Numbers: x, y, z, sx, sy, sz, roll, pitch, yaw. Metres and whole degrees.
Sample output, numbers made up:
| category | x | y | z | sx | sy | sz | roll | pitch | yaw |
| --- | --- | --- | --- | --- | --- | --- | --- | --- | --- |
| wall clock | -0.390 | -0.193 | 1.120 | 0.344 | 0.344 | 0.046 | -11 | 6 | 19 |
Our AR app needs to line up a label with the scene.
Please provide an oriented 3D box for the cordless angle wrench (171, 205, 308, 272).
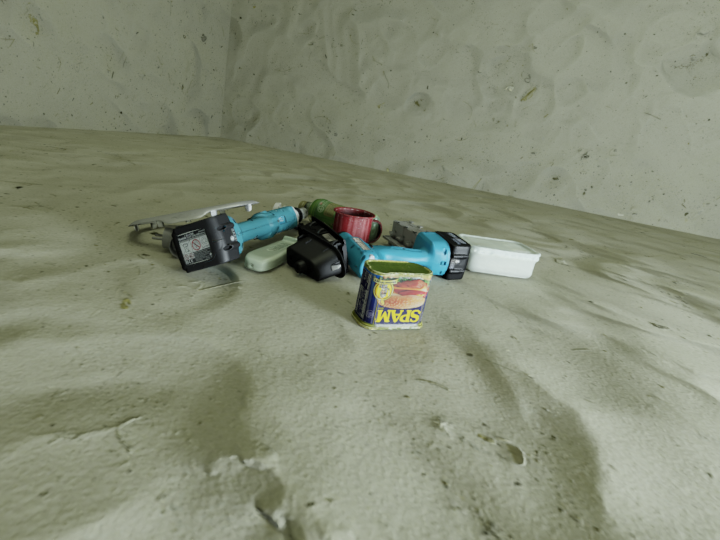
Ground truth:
| category | x | y | z | sx | sy | sz | roll | pitch | yaw |
| --- | --- | --- | --- | --- | --- | --- | --- | --- | --- |
| cordless angle wrench | -0.191 | -0.087 | 0.826 | 0.100 | 0.073 | 0.416 | -14 | 10 | 19 |

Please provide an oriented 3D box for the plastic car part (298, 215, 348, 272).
| category | x | y | z | sx | sy | sz | roll | pitch | yaw |
| --- | --- | --- | --- | --- | --- | --- | --- | --- | --- |
| plastic car part | -0.083 | -0.054 | 0.845 | 0.066 | 0.064 | 0.212 | -20 | 27 | -11 |

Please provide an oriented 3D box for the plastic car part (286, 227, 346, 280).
| category | x | y | z | sx | sy | sz | roll | pitch | yaw |
| --- | --- | --- | --- | --- | --- | --- | --- | --- | --- |
| plastic car part | -0.089 | -0.019 | 0.743 | 0.069 | 0.064 | 0.123 | -23 | 37 | -34 |

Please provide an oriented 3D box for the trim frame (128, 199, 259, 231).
| category | x | y | z | sx | sy | sz | roll | pitch | yaw |
| --- | --- | --- | --- | --- | --- | --- | --- | --- | --- |
| trim frame | -0.317 | -0.105 | 0.812 | 0.247 | 0.027 | 0.187 | -9 | 9 | -4 |

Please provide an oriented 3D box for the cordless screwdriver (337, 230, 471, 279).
| category | x | y | z | sx | sy | sz | roll | pitch | yaw |
| --- | --- | --- | --- | --- | --- | --- | --- | --- | --- |
| cordless screwdriver | 0.078 | -0.040 | 0.843 | 0.241 | 0.073 | 0.167 | -2 | 25 | -20 |
